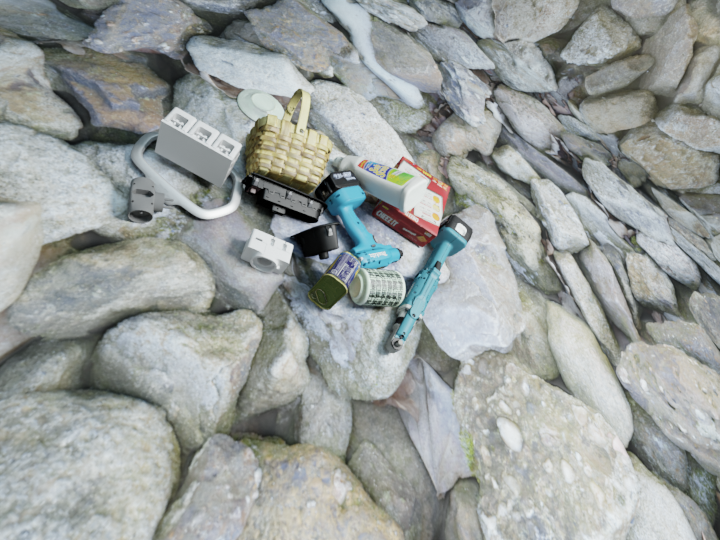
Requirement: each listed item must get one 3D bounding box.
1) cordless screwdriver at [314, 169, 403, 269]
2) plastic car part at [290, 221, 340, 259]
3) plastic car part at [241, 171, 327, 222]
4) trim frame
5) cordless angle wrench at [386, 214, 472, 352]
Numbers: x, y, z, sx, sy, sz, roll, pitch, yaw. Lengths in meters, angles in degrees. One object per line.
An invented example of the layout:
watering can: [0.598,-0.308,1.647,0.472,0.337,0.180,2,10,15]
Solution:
cordless screwdriver: [0.002,-0.117,1.008,0.153,0.075,0.255,-11,69,-41]
plastic car part: [-0.088,-0.057,0.895,0.063,0.121,0.071,-11,91,-37]
plastic car part: [-0.162,-0.152,0.934,0.194,0.068,0.068,14,63,-30]
trim frame: [-0.359,-0.205,0.889,0.248,0.028,0.183,41,47,-2]
cordless angle wrench: [0.155,0.027,0.992,0.074,0.099,0.421,39,52,-5]
